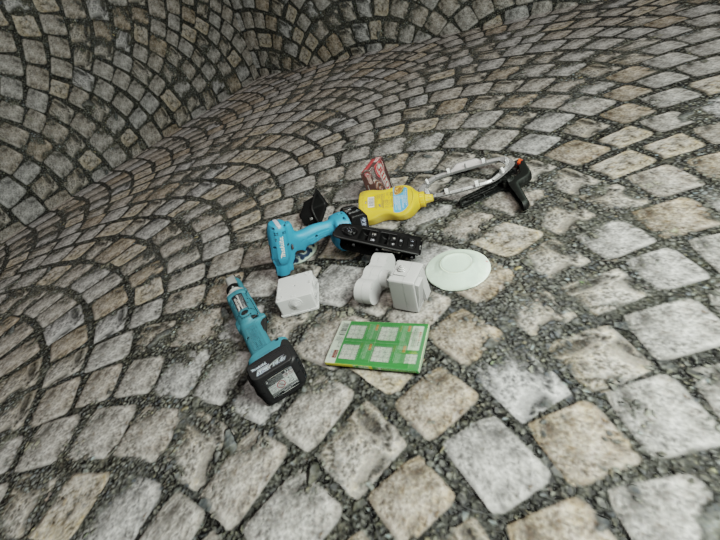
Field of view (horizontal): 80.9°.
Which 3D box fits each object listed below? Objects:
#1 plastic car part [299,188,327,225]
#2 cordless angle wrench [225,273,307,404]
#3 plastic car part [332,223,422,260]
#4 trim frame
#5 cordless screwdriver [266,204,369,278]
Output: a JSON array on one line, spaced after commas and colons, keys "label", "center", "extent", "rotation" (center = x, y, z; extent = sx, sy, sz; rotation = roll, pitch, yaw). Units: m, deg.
[{"label": "plastic car part", "center": [-0.147, -0.177, 1.255], "extent": [0.073, 0.063, 0.119], "rotation": [-21, 36, 28]}, {"label": "cordless angle wrench", "center": [-0.239, 0.110, 0.920], "extent": [0.097, 0.071, 0.446], "rotation": [-31, 34, -13]}, {"label": "plastic car part", "center": [0.035, -0.063, 0.978], "extent": [0.206, 0.065, 0.067], "rotation": [15, 50, 7]}, {"label": "trim frame", "center": [0.274, -0.250, 1.117], "extent": [0.257, 0.026, 0.184], "rotation": [-12, 29, 29]}, {"label": "cordless screwdriver", "center": [-0.102, -0.067, 1.042], "extent": [0.243, 0.154, 0.078], "rotation": [-14, 28, -17]}]
